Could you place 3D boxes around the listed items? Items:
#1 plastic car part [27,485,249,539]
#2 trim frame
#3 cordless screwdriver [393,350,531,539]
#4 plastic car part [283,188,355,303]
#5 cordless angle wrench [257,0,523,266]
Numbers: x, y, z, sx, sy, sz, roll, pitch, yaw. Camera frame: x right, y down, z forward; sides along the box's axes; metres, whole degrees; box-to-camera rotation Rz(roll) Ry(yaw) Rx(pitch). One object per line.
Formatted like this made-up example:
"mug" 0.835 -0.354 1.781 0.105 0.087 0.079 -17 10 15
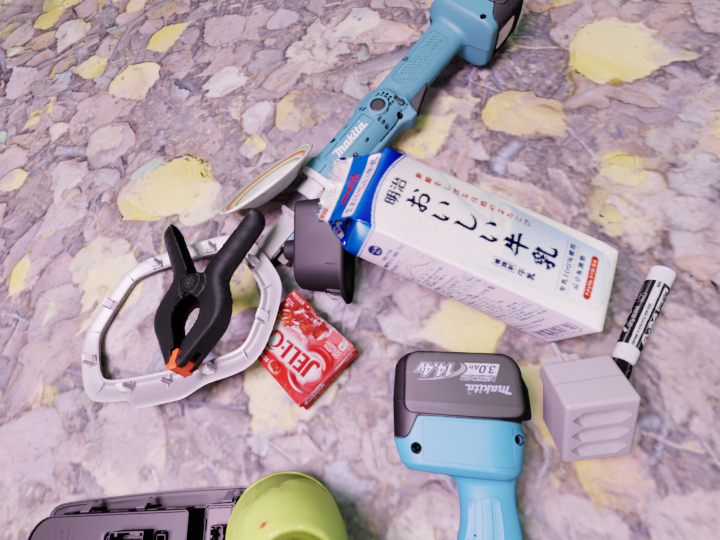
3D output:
"plastic car part" -0.192 0.227 0.353 0.207 0.064 0.068 -10 69 13
"trim frame" -0.197 0.048 0.447 0.253 0.026 0.190 -14 57 13
"cordless screwdriver" 0.057 0.188 0.299 0.162 0.071 0.255 -7 66 11
"plastic car part" -0.041 -0.027 0.423 0.073 0.064 0.117 4 88 15
"cordless angle wrench" 0.025 -0.177 0.490 0.102 0.072 0.422 37 83 18
